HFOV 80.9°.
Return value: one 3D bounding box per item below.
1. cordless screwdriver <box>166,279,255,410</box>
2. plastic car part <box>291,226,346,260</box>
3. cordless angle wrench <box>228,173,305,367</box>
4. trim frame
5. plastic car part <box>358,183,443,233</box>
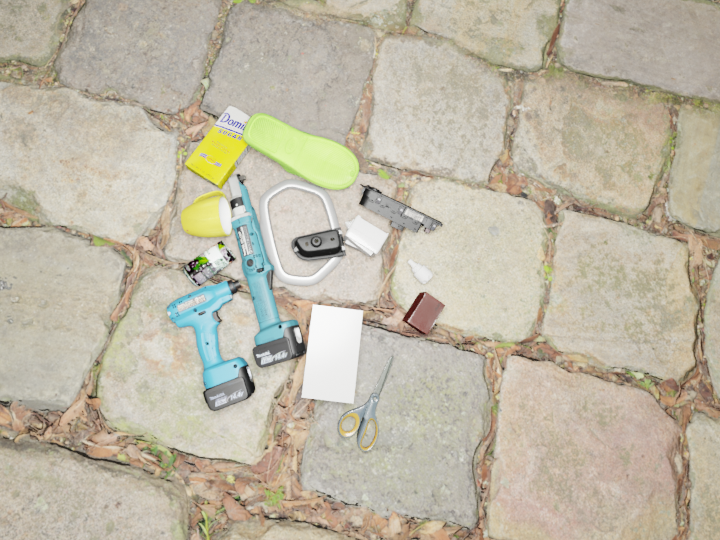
[{"bbox_3d":[-0.287,0.149,0.884,0.158,0.073,0.253,-25,79,-7],"label":"cordless screwdriver"},{"bbox_3d":[-0.089,-0.058,0.905,0.115,0.071,0.067,-10,82,-9],"label":"plastic car part"},{"bbox_3d":[-0.224,-0.013,0.911,0.099,0.072,0.431,-20,78,12],"label":"cordless angle wrench"},{"bbox_3d":[-0.139,-0.088,0.953,0.183,0.027,0.251,-14,83,-6],"label":"trim frame"},{"bbox_3d":[0.080,-0.134,0.958,0.203,0.066,0.067,30,106,1],"label":"plastic car part"}]
